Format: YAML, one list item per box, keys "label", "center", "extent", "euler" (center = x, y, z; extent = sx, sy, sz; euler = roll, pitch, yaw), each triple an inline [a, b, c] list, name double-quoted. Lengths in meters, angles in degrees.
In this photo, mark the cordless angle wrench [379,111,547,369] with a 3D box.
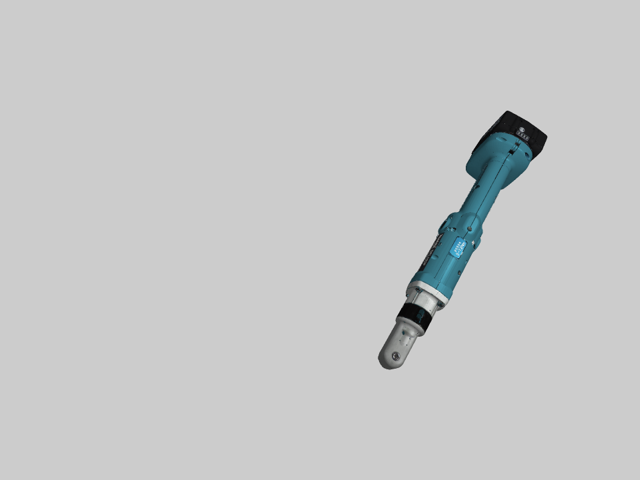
- label: "cordless angle wrench"
  center: [0.192, -0.007, 0.589]
  extent: [0.074, 0.421, 0.098]
  euler: [34, -23, 3]
